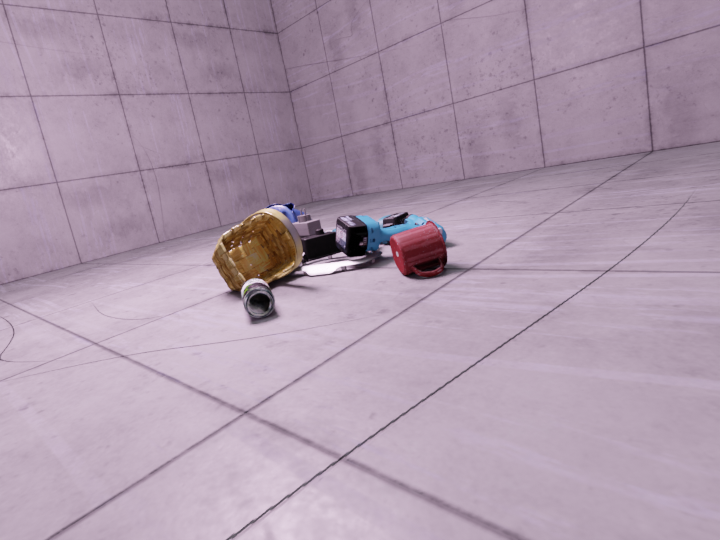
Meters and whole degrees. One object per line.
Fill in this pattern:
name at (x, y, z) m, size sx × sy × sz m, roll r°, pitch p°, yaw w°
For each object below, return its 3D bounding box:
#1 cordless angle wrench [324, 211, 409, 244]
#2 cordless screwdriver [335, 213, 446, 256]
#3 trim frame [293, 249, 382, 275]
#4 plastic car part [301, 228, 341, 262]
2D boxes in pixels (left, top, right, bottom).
cordless angle wrench at (-0.057, -0.102, 1.261) m, size 0.441 × 0.073 × 0.095 m, roll -5°, pitch 13°, yaw 35°
cordless screwdriver at (0.061, -0.098, 1.018) m, size 0.243 × 0.073 × 0.166 m, roll -5°, pitch 24°, yaw -16°
trim frame at (-0.067, -0.023, 1.033) m, size 0.256 × 0.027 × 0.181 m, roll -5°, pitch 14°, yaw 20°
plastic car part at (-0.103, -0.068, 1.056) m, size 0.114 × 0.070 × 0.068 m, roll -19°, pitch 14°, yaw -18°
